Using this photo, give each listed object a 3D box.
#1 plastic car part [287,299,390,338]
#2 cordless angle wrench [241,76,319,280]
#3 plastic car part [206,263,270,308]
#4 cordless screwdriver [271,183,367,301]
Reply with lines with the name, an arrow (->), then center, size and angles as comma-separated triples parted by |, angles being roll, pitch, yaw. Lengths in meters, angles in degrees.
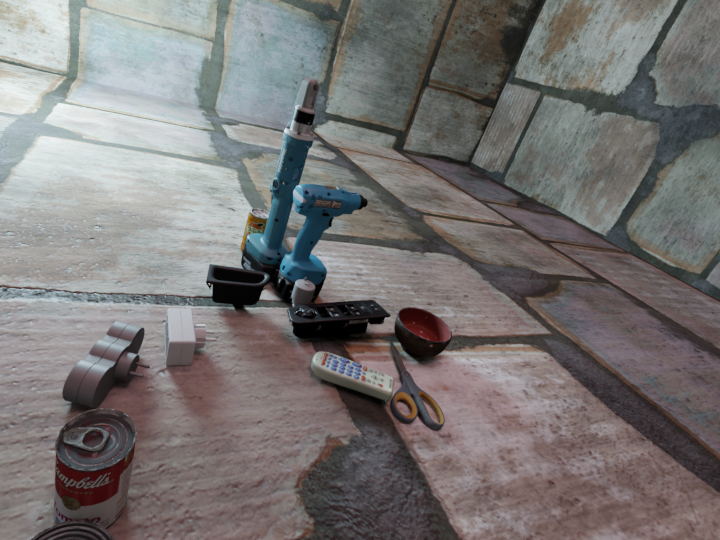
plastic car part -> -0.048, 0.094, 0.802 | 0.194, 0.066, 0.070 | 3, 29, -29
cordless angle wrench -> -0.154, -0.175, 0.865 | 0.071, 0.418, 0.103 | -7, 36, -46
plastic car part -> -0.233, 0.037, 0.795 | 0.113, 0.070, 0.068 | 11, 26, -16
cordless screwdriver -> -0.085, -0.056, 0.870 | 0.152, 0.246, 0.078 | 2, 30, -34
